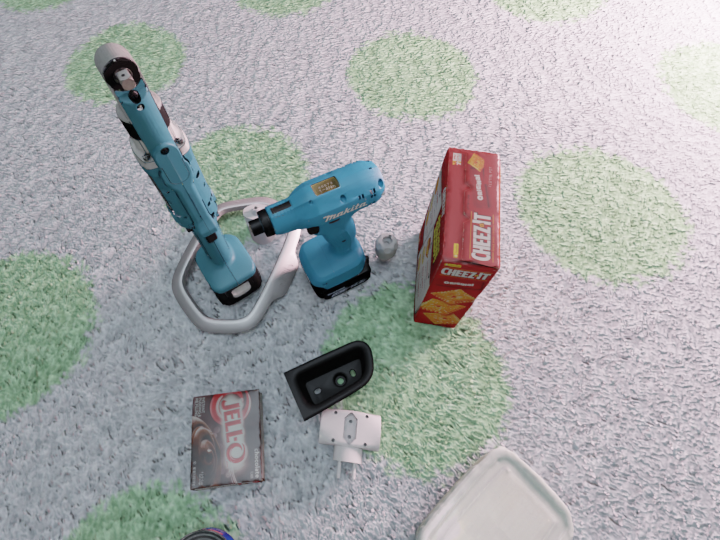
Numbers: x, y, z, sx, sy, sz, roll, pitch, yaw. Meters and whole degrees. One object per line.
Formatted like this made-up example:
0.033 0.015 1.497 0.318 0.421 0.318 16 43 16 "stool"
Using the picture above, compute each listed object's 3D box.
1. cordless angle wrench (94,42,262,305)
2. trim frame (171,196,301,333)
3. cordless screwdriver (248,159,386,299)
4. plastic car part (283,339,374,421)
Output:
-0.198 -0.077 0.499 0.073 0.412 0.102 -31 70 -16 "cordless angle wrench"
-0.196 -0.016 0.684 0.188 0.027 0.250 16 65 10 "trim frame"
-0.055 -0.036 0.567 0.157 0.242 0.077 -23 68 -12 "cordless screwdriver"
-0.035 0.147 0.569 0.115 0.069 0.068 -25 66 -11 "plastic car part"
